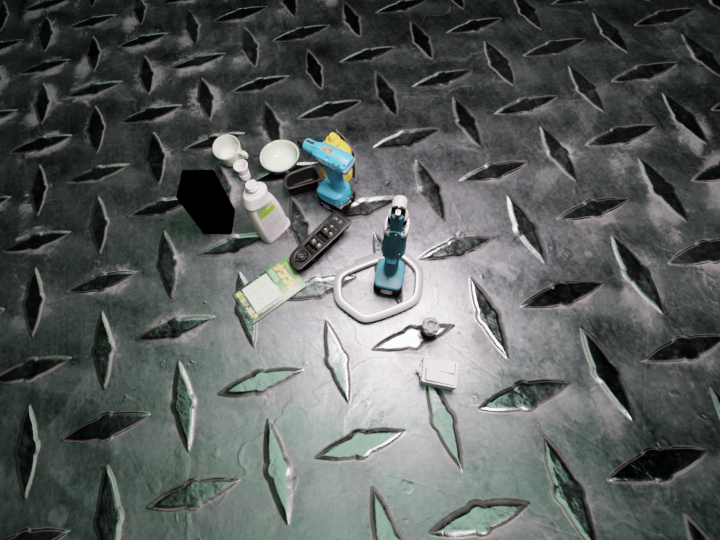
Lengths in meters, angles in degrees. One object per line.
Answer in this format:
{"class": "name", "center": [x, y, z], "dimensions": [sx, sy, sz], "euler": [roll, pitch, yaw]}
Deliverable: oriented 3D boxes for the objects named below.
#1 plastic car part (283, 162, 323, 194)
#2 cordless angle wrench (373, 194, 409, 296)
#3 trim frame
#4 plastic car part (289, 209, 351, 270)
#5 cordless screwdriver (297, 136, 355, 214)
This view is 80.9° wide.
{"class": "plastic car part", "center": [-0.173, -0.263, 1.265], "dimensions": [0.116, 0.069, 0.068], "euler": [-21, 67, -5]}
{"class": "cordless angle wrench", "center": [0.074, -0.051, 0.953], "dimensions": [0.075, 0.411, 0.099], "euler": [11, 68, 5]}
{"class": "trim frame", "center": [0.049, 0.036, 1.128], "dimensions": [0.247, 0.027, 0.191], "euler": [-22, 65, -4]}
{"class": "plastic car part", "center": [-0.115, -0.075, 1.175], "dimensions": [0.201, 0.065, 0.069], "euler": [-43, 71, -13]}
{"class": "cordless screwdriver", "center": [-0.092, -0.261, 1.160], "dimensions": [0.164, 0.241, 0.074], "euler": [31, 71, 14]}
